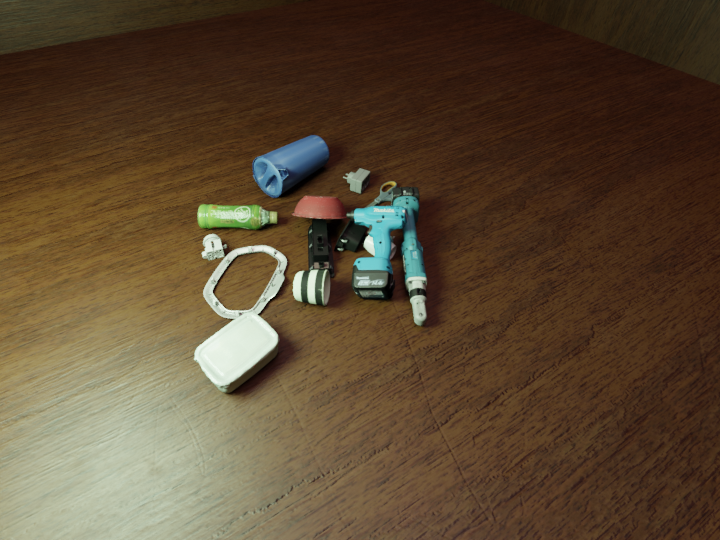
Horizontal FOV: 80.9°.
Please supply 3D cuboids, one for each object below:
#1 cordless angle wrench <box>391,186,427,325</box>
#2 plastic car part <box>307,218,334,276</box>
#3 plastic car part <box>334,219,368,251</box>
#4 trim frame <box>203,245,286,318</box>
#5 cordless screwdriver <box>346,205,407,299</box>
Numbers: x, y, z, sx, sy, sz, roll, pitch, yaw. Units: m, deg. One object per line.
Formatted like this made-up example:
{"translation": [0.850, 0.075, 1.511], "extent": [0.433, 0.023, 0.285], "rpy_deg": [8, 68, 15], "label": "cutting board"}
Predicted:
{"translation": [0.132, -0.050, 1.096], "extent": [0.075, 0.094, 0.436], "rpy_deg": [-2, 50, 0], "label": "cordless angle wrench"}
{"translation": [-0.111, -0.073, 1.139], "extent": [0.066, 0.064, 0.210], "rpy_deg": [-8, 45, 0], "label": "plastic car part"}
{"translation": [-0.016, -0.096, 1.163], "extent": [0.072, 0.065, 0.116], "rpy_deg": [29, 48, 4], "label": "plastic car part"}
{"translation": [-0.287, 0.020, 1.074], "extent": [0.188, 0.027, 0.250], "rpy_deg": [14, 47, 11], "label": "trim frame"}
{"translation": [0.024, -0.055, 1.062], "extent": [0.165, 0.071, 0.252], "rpy_deg": [2, 63, 20], "label": "cordless screwdriver"}
